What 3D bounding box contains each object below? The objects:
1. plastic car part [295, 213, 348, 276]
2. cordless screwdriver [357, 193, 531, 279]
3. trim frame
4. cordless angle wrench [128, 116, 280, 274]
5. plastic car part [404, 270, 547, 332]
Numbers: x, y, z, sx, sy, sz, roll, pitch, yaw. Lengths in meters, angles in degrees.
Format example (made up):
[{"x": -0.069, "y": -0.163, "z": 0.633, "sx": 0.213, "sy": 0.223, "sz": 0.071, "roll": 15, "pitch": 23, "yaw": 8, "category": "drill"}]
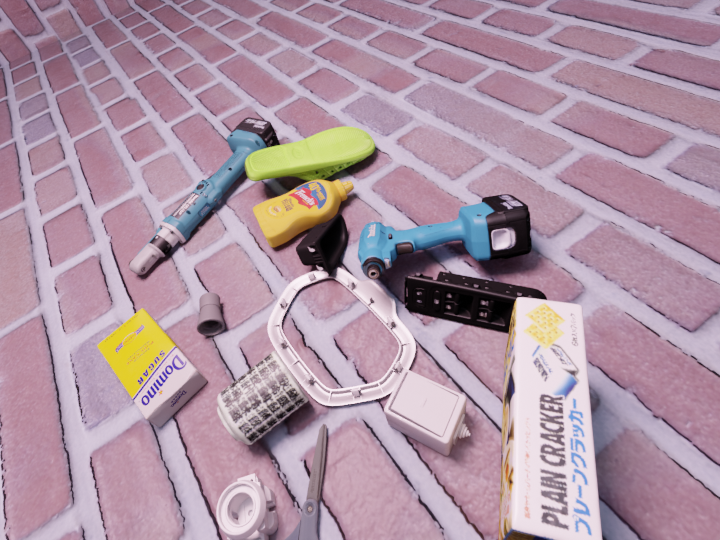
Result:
[{"x": -0.071, "y": -0.046, "z": 0.726, "sx": 0.073, "sy": 0.063, "sz": 0.117, "roll": -9, "pitch": 30, "yaw": 24, "category": "plastic car part"}, {"x": 0.119, "y": -0.043, "z": 0.630, "sx": 0.253, "sy": 0.072, "sz": 0.161, "roll": -9, "pitch": 24, "yaw": 11, "category": "cordless screwdriver"}, {"x": -0.035, "y": 0.086, "z": 0.635, "sx": 0.182, "sy": 0.026, "sz": 0.263, "roll": -36, "pitch": 50, "yaw": -14, "category": "trim frame"}, {"x": -0.323, "y": -0.158, "z": 0.885, "sx": 0.103, "sy": 0.071, "sz": 0.422, "roll": 19, "pitch": 62, "yaw": 27, "category": "cordless angle wrench"}, {"x": 0.168, "y": 0.042, "z": 0.594, "sx": 0.212, "sy": 0.064, "sz": 0.066, "roll": 13, "pitch": 32, "yaw": 26, "category": "plastic car part"}]
